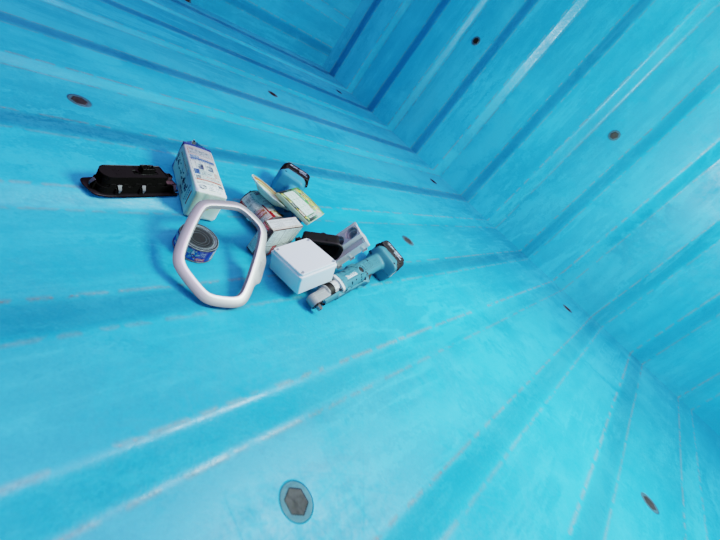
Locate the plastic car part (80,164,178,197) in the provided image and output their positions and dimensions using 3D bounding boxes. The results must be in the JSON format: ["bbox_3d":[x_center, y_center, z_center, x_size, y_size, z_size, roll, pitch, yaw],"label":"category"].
[{"bbox_3d":[-0.465,-0.187,0.873,0.068,0.068,0.196,51,32,9],"label":"plastic car part"}]

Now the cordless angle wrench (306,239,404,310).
[{"bbox_3d":[-0.013,0.014,1.082,0.100,0.075,0.411,50,32,8],"label":"cordless angle wrench"}]

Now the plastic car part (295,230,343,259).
[{"bbox_3d":[-0.102,-0.067,1.042,0.116,0.064,0.073,4,40,-2],"label":"plastic car part"}]

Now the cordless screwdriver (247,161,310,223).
[{"bbox_3d":[-0.228,-0.227,1.203,0.154,0.075,0.255,28,32,-18],"label":"cordless screwdriver"}]

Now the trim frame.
[{"bbox_3d":[-0.266,-0.040,0.831,0.176,0.028,0.255,27,46,-25],"label":"trim frame"}]
